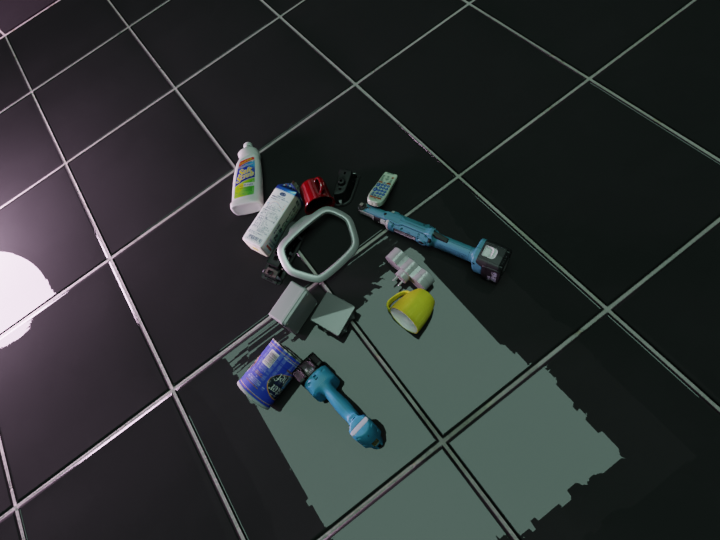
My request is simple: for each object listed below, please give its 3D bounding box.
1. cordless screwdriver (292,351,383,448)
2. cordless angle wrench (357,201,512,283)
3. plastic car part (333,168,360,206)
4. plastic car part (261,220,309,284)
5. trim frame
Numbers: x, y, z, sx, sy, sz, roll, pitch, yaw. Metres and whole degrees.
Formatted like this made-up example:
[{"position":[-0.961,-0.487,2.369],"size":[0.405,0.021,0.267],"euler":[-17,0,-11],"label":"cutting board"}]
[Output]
[{"position":[-0.046,0.313,0.994],"size":[0.074,0.151,0.263],"euler":[-44,52,-12],"label":"cordless screwdriver"},{"position":[0.176,-0.096,1.133],"size":[0.443,0.093,0.074],"euler":[26,75,25],"label":"cordless angle wrench"},{"position":[-0.050,-0.254,1.255],"size":[0.068,0.068,0.118],"euler":[11,68,15],"label":"plastic car part"},{"position":[-0.221,-0.064,1.221],"size":[0.069,0.064,0.203],"euler":[20,70,25],"label":"plastic car part"},{"position":[-0.116,-0.076,1.189],"size":[0.187,0.027,0.246],"euler":[44,73,8],"label":"trim frame"}]
